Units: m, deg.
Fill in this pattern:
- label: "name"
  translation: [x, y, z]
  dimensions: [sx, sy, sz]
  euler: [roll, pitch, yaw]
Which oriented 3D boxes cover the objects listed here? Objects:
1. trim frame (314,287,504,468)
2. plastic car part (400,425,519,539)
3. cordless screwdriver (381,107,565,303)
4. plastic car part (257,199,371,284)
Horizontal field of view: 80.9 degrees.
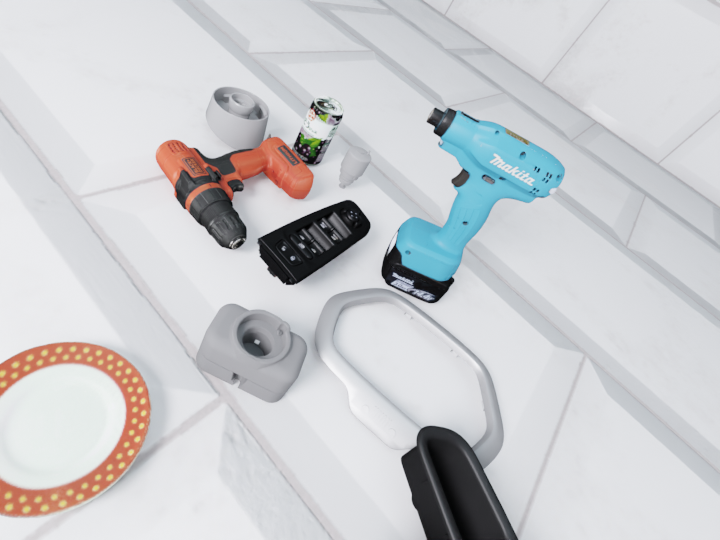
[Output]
- label: "trim frame"
  translation: [0.057, 0.114, 0.489]
  dimensions: [0.254, 0.027, 0.181]
  euler: [39, 42, 9]
- label: "plastic car part"
  translation: [0.075, 0.206, 0.376]
  dimensions: [0.063, 0.071, 0.122]
  euler: [-1, 50, -33]
- label: "cordless screwdriver"
  translation: [0.102, -0.076, 0.536]
  dimensions: [0.158, 0.248, 0.075]
  euler: [30, 41, -5]
- label: "plastic car part"
  translation: [-0.053, -0.035, 0.543]
  dimensions: [0.068, 0.067, 0.199]
  euler: [41, 42, 9]
